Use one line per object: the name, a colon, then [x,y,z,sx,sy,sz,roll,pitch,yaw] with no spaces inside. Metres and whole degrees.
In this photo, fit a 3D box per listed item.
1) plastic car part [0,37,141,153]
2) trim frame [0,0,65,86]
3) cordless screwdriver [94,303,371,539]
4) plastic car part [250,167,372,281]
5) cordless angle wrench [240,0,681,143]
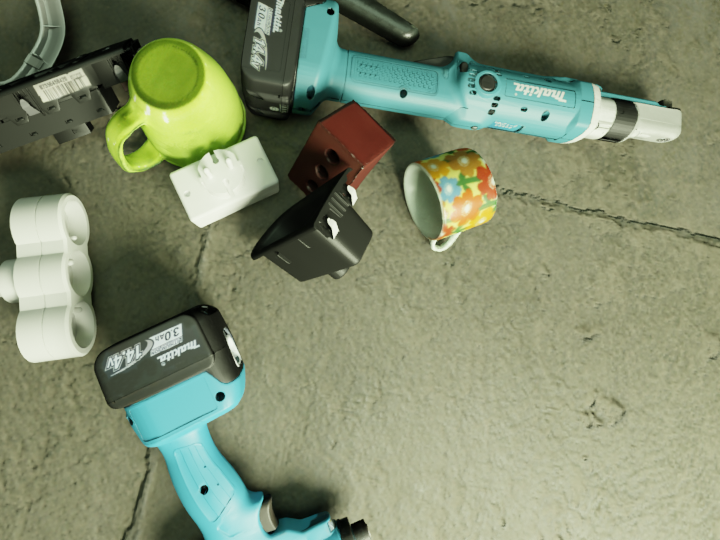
plastic car part: [-0.282,-0.142,0.367,0.202,0.064,0.069,-19,45,-5]
trim frame: [-0.389,-0.244,0.377,0.246,0.028,0.183,17,97,-4]
cordless screwdriver: [-0.100,0.149,0.344,0.158,0.075,0.249,-20,89,-7]
plastic car part: [-0.035,-0.023,0.358,0.069,0.120,0.066,42,55,-18]
cordless angle wrench: [0.105,-0.166,0.398,0.419,0.075,0.098,8,84,-6]
